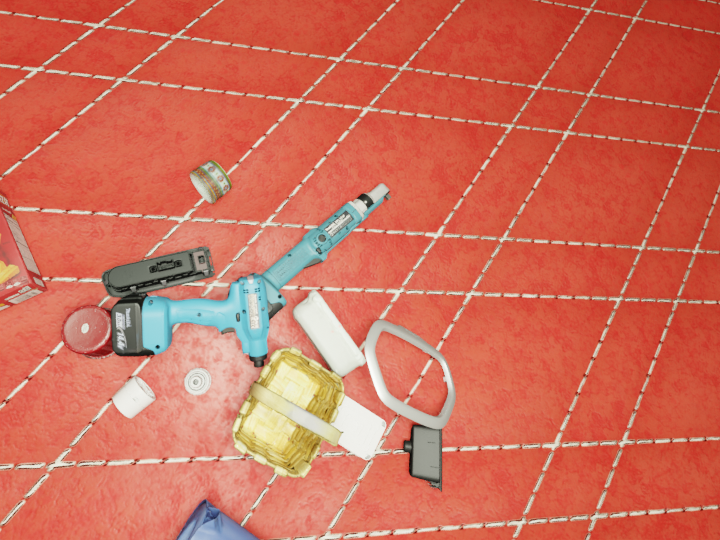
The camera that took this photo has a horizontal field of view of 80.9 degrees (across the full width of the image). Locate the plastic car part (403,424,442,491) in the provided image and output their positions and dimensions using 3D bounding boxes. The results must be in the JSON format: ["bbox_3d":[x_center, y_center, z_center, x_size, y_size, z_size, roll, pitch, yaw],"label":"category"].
[{"bbox_3d":[0.117,0.345,0.801,0.071,0.064,0.119,2,70,1],"label":"plastic car part"}]

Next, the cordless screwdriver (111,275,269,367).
[{"bbox_3d":[-0.278,0.101,0.714,0.244,0.076,0.158,-6,96,-11],"label":"cordless screwdriver"}]

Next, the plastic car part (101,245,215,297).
[{"bbox_3d":[-0.383,0.003,0.798,0.199,0.068,0.067,-15,86,-13],"label":"plastic car part"}]

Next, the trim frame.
[{"bbox_3d":[0.098,0.193,0.807,0.238,0.028,0.188,29,46,-24],"label":"trim frame"}]

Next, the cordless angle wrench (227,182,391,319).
[{"bbox_3d":[-0.085,-0.056,0.873,0.098,0.075,0.418,46,68,1],"label":"cordless angle wrench"}]
